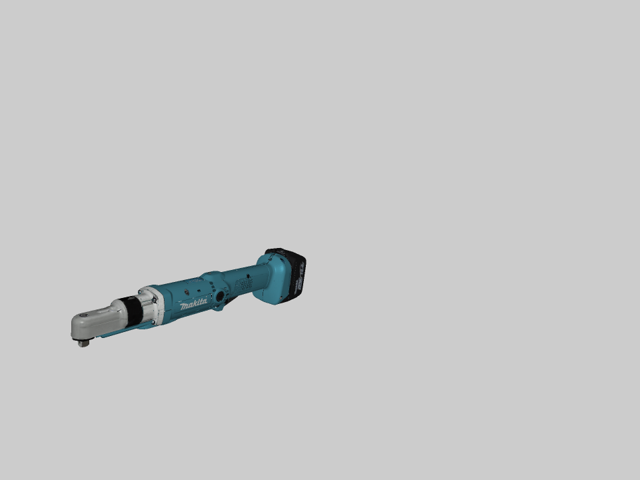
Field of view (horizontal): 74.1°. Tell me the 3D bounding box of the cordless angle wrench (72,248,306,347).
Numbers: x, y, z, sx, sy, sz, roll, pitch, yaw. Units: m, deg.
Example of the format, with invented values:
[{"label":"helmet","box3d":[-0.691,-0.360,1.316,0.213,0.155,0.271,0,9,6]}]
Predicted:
[{"label":"cordless angle wrench","box3d":[-0.178,0.084,0.678,0.074,0.098,0.422,16,14,32]}]
